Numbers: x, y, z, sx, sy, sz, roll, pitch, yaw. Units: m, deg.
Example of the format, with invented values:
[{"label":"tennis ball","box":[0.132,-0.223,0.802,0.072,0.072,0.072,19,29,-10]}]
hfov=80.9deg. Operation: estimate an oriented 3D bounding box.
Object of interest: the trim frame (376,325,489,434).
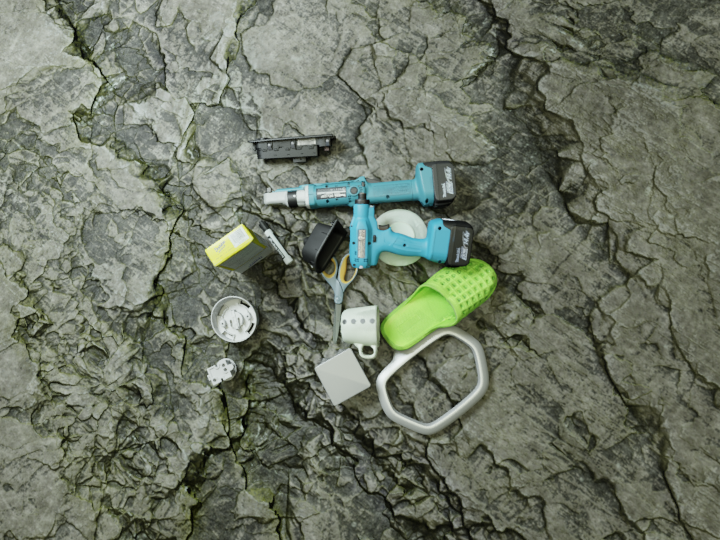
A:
[{"label":"trim frame","box":[0.152,0.227,0.892,0.248,0.027,0.187,-39,81,1]}]

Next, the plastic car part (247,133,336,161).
[{"label":"plastic car part","box":[-0.160,-0.286,0.986,0.205,0.067,0.066,2,109,5]}]

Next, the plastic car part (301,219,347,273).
[{"label":"plastic car part","box":[-0.092,-0.060,0.939,0.075,0.062,0.116,27,79,32]}]

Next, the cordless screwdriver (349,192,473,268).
[{"label":"cordless screwdriver","box":[0.102,-0.083,0.888,0.251,0.074,0.158,1,98,6]}]

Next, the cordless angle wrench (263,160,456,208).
[{"label":"cordless angle wrench","box":[-0.011,-0.175,0.947,0.428,0.073,0.099,-4,83,8]}]
